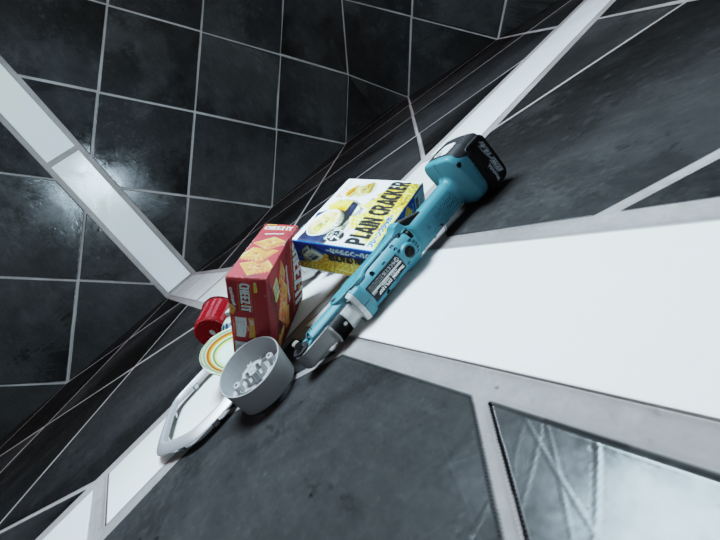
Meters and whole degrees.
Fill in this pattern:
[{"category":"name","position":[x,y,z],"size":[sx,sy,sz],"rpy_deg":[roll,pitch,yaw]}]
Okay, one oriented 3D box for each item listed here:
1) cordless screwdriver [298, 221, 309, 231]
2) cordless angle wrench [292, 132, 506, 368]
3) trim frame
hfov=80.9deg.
[{"category":"cordless screwdriver","position":[-0.206,-0.028,1.106],"size":[0.256,0.073,0.158],"rpy_deg":[-21,24,51]},{"category":"cordless angle wrench","position":[0.056,-0.030,0.610],"size":[0.421,0.095,0.077],"rpy_deg":[-49,18,-17]},{"category":"trim frame","position":[-0.261,0.213,0.715],"size":[0.184,0.027,0.255],"rpy_deg":[-41,17,-4]}]
